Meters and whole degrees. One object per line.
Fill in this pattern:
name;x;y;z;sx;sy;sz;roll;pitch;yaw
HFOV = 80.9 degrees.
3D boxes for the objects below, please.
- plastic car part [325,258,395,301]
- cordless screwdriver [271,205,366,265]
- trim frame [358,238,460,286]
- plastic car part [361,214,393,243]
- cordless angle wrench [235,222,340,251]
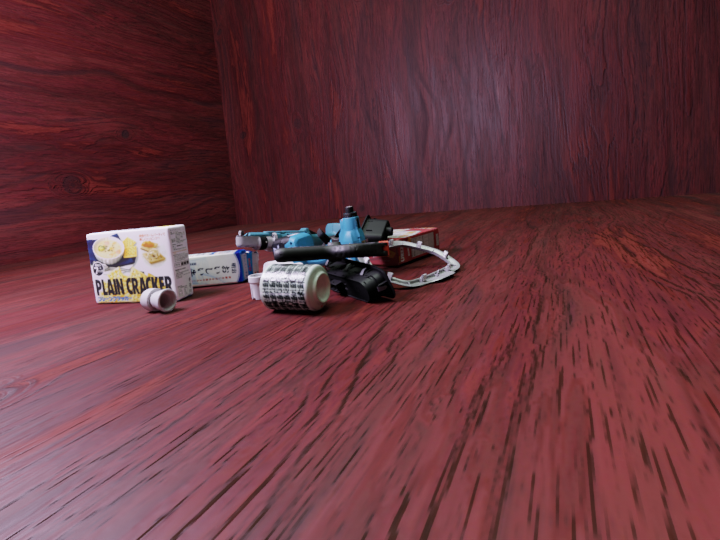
plastic car part;-0.016;0.017;0.788;0.065;0.065;0.213;-22;17;-30
cordless screwdriver;-0.098;-0.064;1.001;0.260;0.157;0.072;-1;12;36
trim frame;0.104;-0.021;0.893;0.195;0.027;0.239;30;30;35
plastic car part;0.041;-0.089;1.014;0.073;0.063;0.117;4;42;21
cordless angle wrench;-0.166;-0.084;1.173;0.078;0.097;0.404;2;6;41
